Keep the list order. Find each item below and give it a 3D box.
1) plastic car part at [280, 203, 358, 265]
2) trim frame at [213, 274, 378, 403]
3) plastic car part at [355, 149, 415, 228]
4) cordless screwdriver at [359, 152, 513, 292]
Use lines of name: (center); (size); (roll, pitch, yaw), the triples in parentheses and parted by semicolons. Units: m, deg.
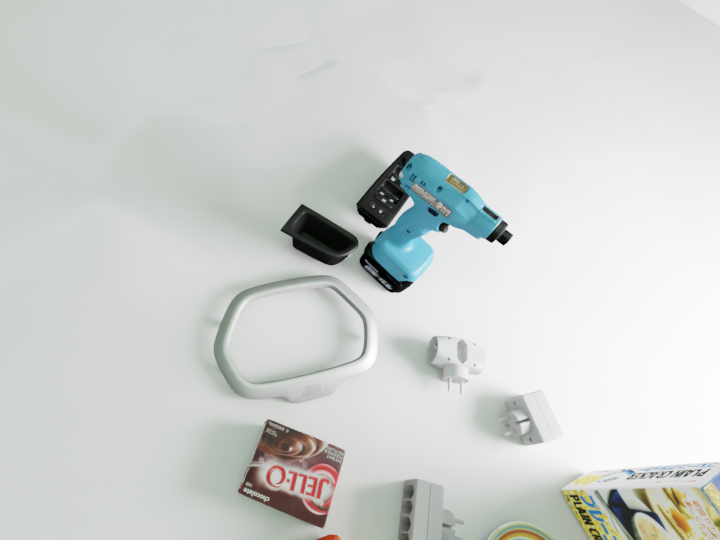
plastic car part: (-0.068, -0.044, 0.694); (0.118, 0.070, 0.066); (31, 58, 6)
trim frame: (-0.092, 0.097, 0.630); (0.242, 0.027, 0.191); (-11, 63, -17)
plastic car part: (0.059, -0.146, 0.782); (0.067, 0.066, 0.202); (33, 59, 5)
cordless screwdriver: (0.098, -0.044, 0.624); (0.163, 0.246, 0.073); (42, 59, 9)
